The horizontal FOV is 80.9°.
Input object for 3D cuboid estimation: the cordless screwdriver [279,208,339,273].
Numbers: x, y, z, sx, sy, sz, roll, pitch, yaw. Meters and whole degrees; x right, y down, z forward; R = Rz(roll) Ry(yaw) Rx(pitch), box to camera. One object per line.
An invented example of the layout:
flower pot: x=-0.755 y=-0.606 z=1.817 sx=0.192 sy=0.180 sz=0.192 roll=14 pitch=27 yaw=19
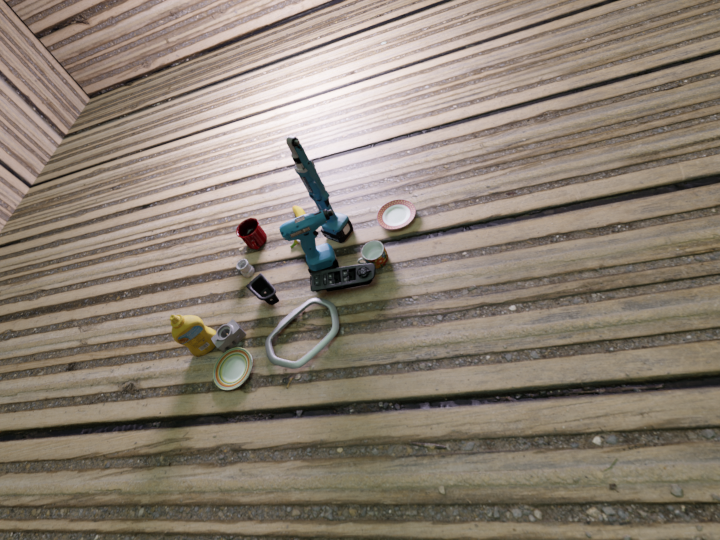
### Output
cordless screwdriver: x=-0.125 y=-0.082 z=1.282 sx=0.160 sy=0.236 sz=0.078 roll=-21 pitch=49 yaw=6

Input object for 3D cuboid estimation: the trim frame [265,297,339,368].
trim frame: x=-0.171 y=0.181 z=1.243 sx=0.247 sy=0.026 sz=0.195 roll=-44 pitch=50 yaw=-11

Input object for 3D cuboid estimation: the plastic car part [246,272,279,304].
plastic car part: x=-0.303 y=0.073 z=1.357 sx=0.065 sy=0.067 sz=0.123 roll=-43 pitch=50 yaw=-12

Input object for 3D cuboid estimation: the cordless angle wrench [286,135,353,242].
cordless angle wrench: x=-0.132 y=-0.244 z=1.298 sx=0.103 sy=0.401 sz=0.074 roll=22 pitch=65 yaw=33

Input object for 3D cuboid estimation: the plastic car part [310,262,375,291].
plastic car part: x=-0.048 y=0.029 z=1.279 sx=0.207 sy=0.063 sz=0.068 roll=-13 pitch=51 yaw=15
